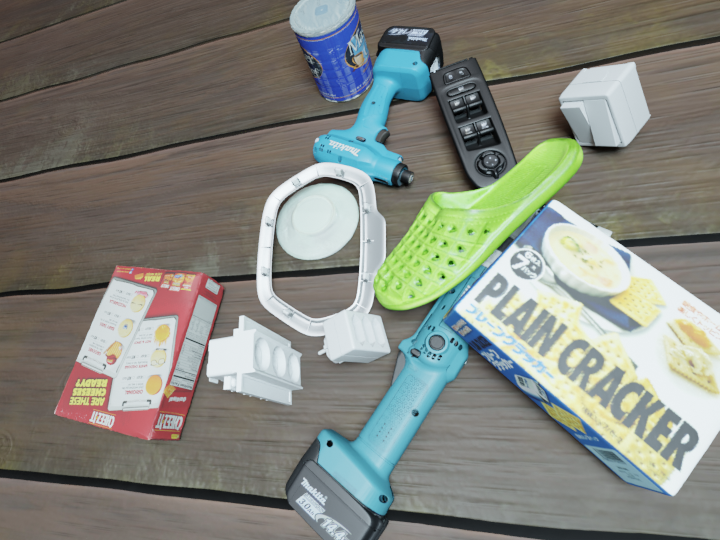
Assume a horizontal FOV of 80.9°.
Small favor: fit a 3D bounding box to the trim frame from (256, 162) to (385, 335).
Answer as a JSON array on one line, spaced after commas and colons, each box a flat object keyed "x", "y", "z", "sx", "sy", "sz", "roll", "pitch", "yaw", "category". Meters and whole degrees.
[{"x": -0.057, "y": -0.037, "z": 0.579, "sx": 0.189, "sy": 0.026, "sz": 0.253, "roll": -2, "pitch": 72, "yaw": 15, "category": "trim frame"}]

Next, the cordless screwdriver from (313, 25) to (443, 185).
[{"x": 0.052, "y": -0.243, "z": 0.636, "sx": 0.167, "sy": 0.071, "sz": 0.249, "roll": 25, "pitch": 79, "yaw": 27, "category": "cordless screwdriver"}]

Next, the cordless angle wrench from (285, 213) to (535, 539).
[{"x": 0.083, "y": 0.087, "z": 0.467, "sx": 0.103, "sy": 0.071, "sz": 0.422, "roll": 29, "pitch": 75, "yaw": 27, "category": "cordless angle wrench"}]

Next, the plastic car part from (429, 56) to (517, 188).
[{"x": 0.151, "y": -0.188, "z": 0.574, "sx": 0.067, "sy": 0.064, "sz": 0.209, "roll": -14, "pitch": 65, "yaw": 3, "category": "plastic car part"}]
